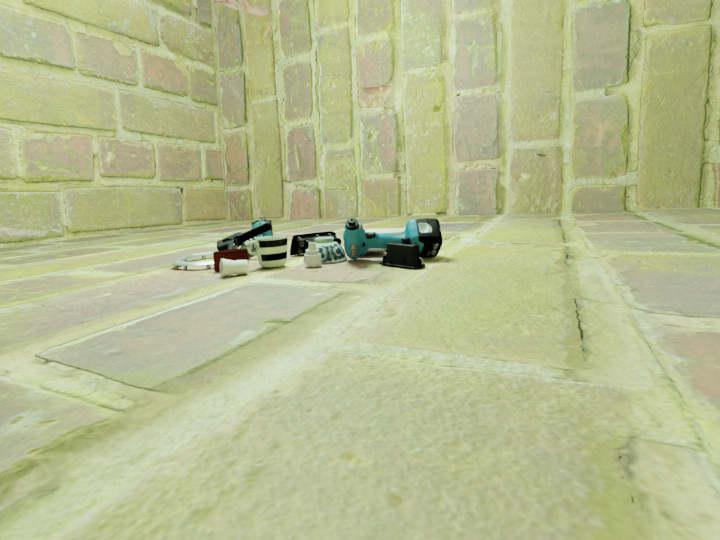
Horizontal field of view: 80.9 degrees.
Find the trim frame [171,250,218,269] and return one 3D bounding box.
[{"bbox_3d":[-0.449,-0.032,1.248,0.183,0.027,0.252,-5,9,-4],"label":"trim frame"}]

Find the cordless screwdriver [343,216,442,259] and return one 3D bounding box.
[{"bbox_3d":[0.080,-0.091,1.088,0.251,0.076,0.153,-3,-30,4],"label":"cordless screwdriver"}]

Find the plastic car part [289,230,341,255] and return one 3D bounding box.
[{"bbox_3d":[-0.131,-0.086,1.343,0.071,0.065,0.195,15,19,35],"label":"plastic car part"}]

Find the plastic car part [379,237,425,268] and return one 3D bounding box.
[{"bbox_3d":[0.105,-0.044,1.016,0.063,0.070,0.122,-10,9,-35],"label":"plastic car part"}]

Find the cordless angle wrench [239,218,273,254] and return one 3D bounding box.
[{"bbox_3d":[-0.369,-0.109,1.479,0.074,0.096,0.429,-7,14,-3],"label":"cordless angle wrench"}]
